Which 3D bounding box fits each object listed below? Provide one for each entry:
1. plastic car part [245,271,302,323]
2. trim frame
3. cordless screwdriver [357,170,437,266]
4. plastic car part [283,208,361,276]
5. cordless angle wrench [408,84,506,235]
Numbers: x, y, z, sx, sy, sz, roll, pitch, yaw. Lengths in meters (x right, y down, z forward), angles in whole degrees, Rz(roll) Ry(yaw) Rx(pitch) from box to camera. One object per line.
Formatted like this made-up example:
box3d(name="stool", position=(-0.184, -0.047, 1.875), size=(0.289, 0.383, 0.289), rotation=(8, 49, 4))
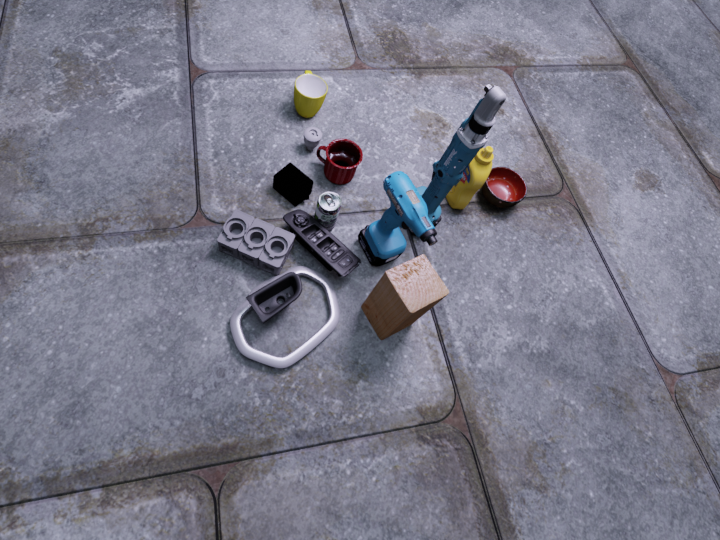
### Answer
box3d(name="plastic car part", position=(-0.174, 0.060, 0.891), size=(0.114, 0.070, 0.068), rotation=(-33, 76, -22))
box3d(name="trim frame", position=(-0.157, 0.093, 0.901), size=(0.245, 0.027, 0.189), rotation=(-39, 75, -23))
box3d(name="cordless screwdriver", position=(0.078, -0.079, 0.898), size=(0.073, 0.246, 0.164), rotation=(-20, 72, -21))
box3d(name="plastic car part", position=(-0.094, -0.062, 0.965), size=(0.065, 0.066, 0.208), rotation=(-40, 76, -24))
box3d(name="cordless angle wrench", position=(0.185, -0.212, 0.882), size=(0.073, 0.419, 0.101), rotation=(-25, 75, -22))
